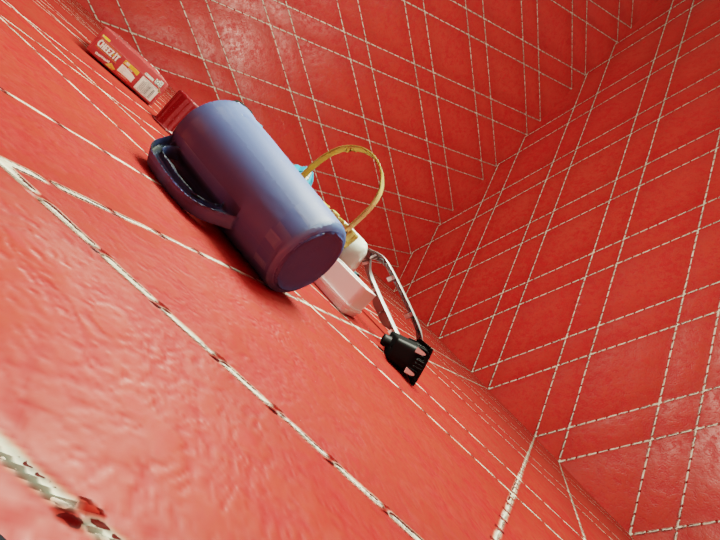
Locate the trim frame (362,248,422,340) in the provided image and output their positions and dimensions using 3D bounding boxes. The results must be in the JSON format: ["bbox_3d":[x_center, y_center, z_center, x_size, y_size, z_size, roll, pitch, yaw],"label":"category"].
[{"bbox_3d":[0.060,0.069,0.853,0.254,0.027,0.183,64,-15,13],"label":"trim frame"}]

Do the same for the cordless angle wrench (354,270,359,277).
[{"bbox_3d":[-0.107,-0.070,1.097,0.103,0.074,0.399,48,2,39],"label":"cordless angle wrench"}]

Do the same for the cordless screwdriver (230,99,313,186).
[{"bbox_3d":[-0.207,-0.243,0.894,0.243,0.075,0.162,40,25,-14],"label":"cordless screwdriver"}]

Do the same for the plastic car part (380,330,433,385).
[{"bbox_3d":[0.068,0.133,0.710,0.071,0.066,0.117,29,1,-4],"label":"plastic car part"}]
